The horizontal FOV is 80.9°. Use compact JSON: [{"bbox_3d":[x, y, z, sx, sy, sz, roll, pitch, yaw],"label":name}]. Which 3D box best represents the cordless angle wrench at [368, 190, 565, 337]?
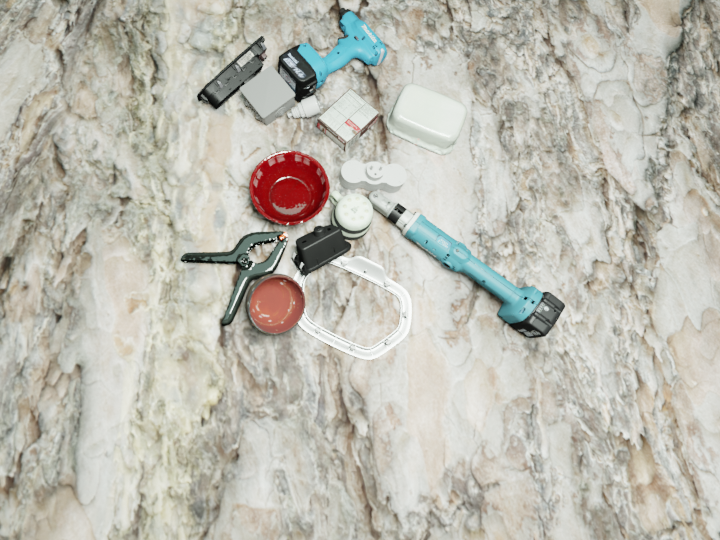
[{"bbox_3d":[0.188,-0.029,0.843,0.431,0.096,0.074,38,78,10],"label":"cordless angle wrench"}]

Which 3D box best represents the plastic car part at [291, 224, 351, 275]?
[{"bbox_3d":[-0.081,-0.053,0.829,0.115,0.068,0.070,-30,45,-11],"label":"plastic car part"}]

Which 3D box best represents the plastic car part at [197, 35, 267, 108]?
[{"bbox_3d":[-0.277,-0.429,0.939,0.201,0.069,0.065,-45,111,-15],"label":"plastic car part"}]

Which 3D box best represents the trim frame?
[{"bbox_3d":[-0.017,0.063,0.835,0.251,0.027,0.185,25,74,5],"label":"trim frame"}]

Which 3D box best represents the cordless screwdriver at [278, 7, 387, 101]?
[{"bbox_3d":[-0.078,-0.501,0.963,0.246,0.074,0.162,-33,80,-16],"label":"cordless screwdriver"}]
